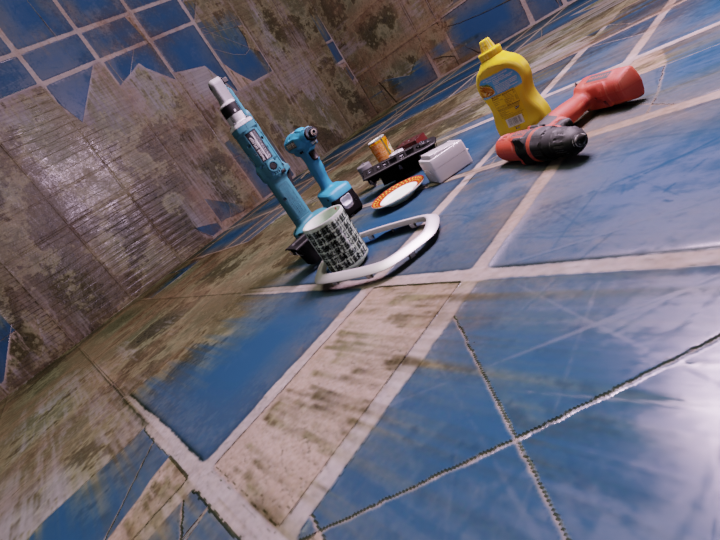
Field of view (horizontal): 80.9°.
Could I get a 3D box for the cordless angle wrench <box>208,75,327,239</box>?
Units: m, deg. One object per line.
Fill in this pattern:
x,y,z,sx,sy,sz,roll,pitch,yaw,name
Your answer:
-0.192,-0.221,0.909,0.097,0.412,0.077,-38,15,-17,cordless angle wrench

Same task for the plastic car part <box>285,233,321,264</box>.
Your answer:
-0.084,-0.055,0.863,0.115,0.069,0.068,-41,18,-20,plastic car part

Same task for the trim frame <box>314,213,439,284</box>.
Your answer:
0.022,-0.036,0.713,0.258,0.027,0.183,-14,27,44,trim frame

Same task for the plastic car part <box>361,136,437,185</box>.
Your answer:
0.105,-0.264,1.056,0.206,0.065,0.067,-29,18,16,plastic car part

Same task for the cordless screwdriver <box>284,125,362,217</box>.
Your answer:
-0.087,-0.236,1.030,0.073,0.242,0.165,-39,16,-18,cordless screwdriver
